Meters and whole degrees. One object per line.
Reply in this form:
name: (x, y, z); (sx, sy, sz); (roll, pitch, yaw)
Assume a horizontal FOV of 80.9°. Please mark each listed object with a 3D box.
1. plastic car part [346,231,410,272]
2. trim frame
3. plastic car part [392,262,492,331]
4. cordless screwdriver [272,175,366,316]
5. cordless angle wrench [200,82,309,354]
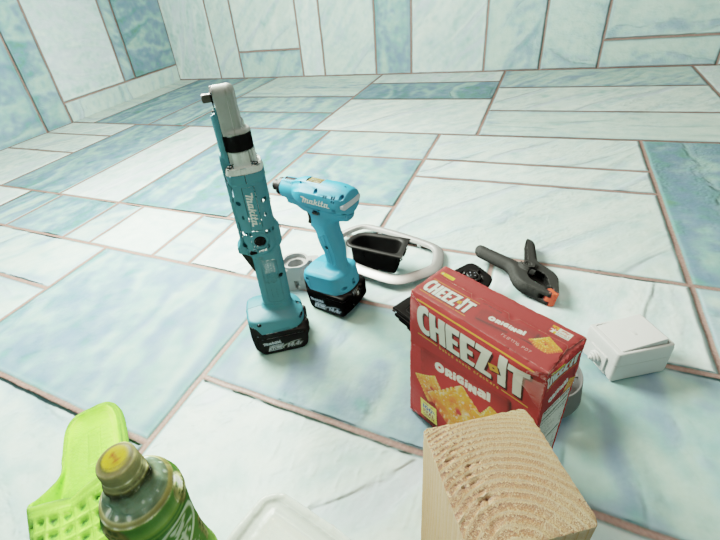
plastic car part: (0.034, -0.030, 0.835); (0.121, 0.068, 0.066); (9, 38, 22)
trim frame: (0.049, -0.039, 0.881); (0.261, 0.026, 0.181); (18, 43, 32)
plastic car part: (0.144, 0.053, 0.703); (0.198, 0.065, 0.070); (-31, 42, -29)
cordless screwdriver: (-0.072, -0.047, 0.734); (0.167, 0.240, 0.073); (19, 41, 31)
cordless angle wrench: (-0.149, -0.054, 0.617); (0.097, 0.408, 0.077); (-10, 35, -7)
